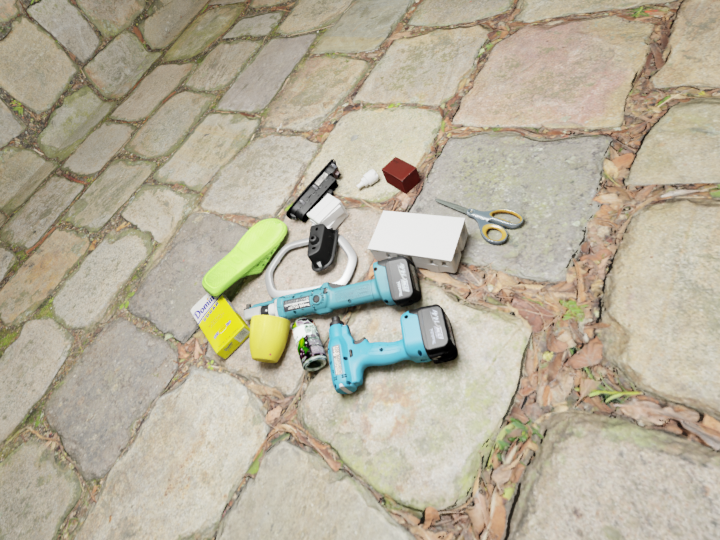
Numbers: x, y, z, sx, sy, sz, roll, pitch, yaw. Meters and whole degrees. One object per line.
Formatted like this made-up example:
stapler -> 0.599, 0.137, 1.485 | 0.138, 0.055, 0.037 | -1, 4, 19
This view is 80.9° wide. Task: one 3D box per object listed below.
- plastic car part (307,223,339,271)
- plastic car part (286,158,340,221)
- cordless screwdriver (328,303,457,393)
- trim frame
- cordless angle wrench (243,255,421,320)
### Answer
plastic car part -> -0.098, -0.064, 1.007 | 0.068, 0.067, 0.119 | -9, 52, 22
plastic car part -> -0.119, -0.205, 1.151 | 0.069, 0.065, 0.202 | 42, 80, 13
cordless screwdriver -> 0.050, 0.131, 0.828 | 0.253, 0.070, 0.165 | -22, 51, 17
trim frame -> -0.126, -0.006, 1.037 | 0.255, 0.026, 0.189 | -10, 54, 19
cordless angle wrench -> -0.085, 0.064, 0.937 | 0.435, 0.071, 0.100 | -14, 73, 23
